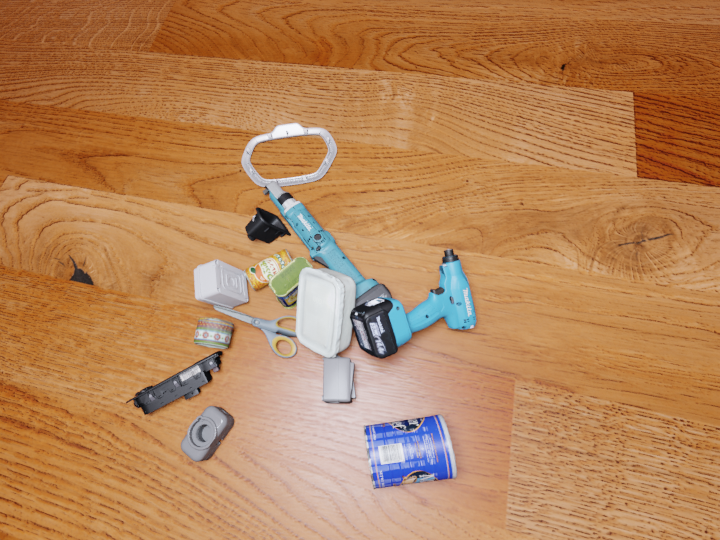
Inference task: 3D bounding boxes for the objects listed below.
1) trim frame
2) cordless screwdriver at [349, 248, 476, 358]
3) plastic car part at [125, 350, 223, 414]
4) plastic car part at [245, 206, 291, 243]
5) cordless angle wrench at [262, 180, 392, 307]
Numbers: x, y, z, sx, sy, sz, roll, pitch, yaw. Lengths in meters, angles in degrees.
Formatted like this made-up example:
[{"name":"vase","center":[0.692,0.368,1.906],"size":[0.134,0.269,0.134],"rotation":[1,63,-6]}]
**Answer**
[{"name":"trim frame","center":[-0.184,-0.298,1.082],"size":[0.251,0.026,0.189],"rotation":[-7,65,6]},{"name":"cordless screwdriver","center":[0.104,0.061,0.805],"size":[0.243,0.077,0.158],"rotation":[-16,95,-20]},{"name":"plastic car part","center":[-0.371,0.234,0.864],"size":[0.202,0.067,0.067],"rotation":[-24,94,-5]},{"name":"plastic car part","center":[-0.223,-0.095,0.962],"size":[0.071,0.111,0.068],"rotation":[-43,70,13]},{"name":"cordless angle wrench","center":[-0.093,-0.061,0.946],"size":[0.097,0.072,0.441],"rotation":[-36,65,-9]}]
